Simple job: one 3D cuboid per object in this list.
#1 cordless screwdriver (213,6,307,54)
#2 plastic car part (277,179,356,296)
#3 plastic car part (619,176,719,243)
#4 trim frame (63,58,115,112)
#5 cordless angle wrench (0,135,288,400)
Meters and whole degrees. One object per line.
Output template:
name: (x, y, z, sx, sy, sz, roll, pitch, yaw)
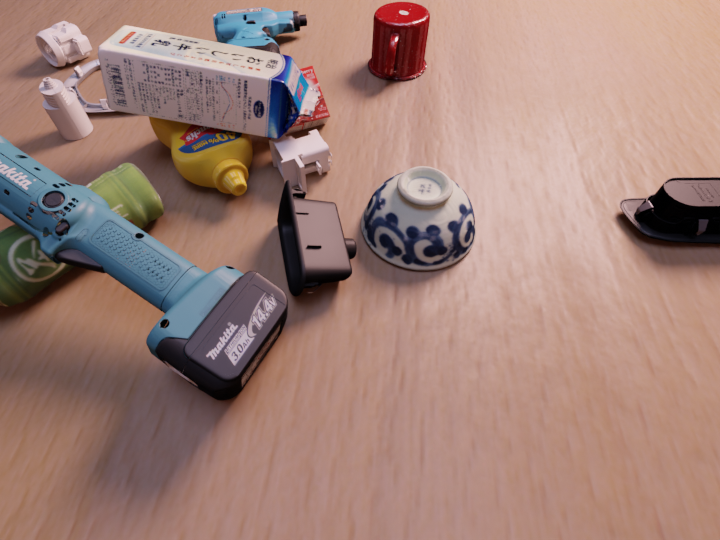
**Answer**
cordless screwdriver: (-0.153, -0.349, 0.664, 0.158, 0.072, 0.259, -9, 49, -4)
plastic car part: (-0.042, -0.027, 0.425, 0.069, 0.065, 0.121, -5, 55, -20)
plastic car part: (0.379, -0.063, 0.422, 0.205, 0.065, 0.068, -2, 60, 5)
trim frame: (-0.352, -0.312, 0.676, 0.249, 0.026, 0.191, -7, 52, 1)
cordless angle wrench: (-0.259, -0.045, 0.371, 0.430, 0.073, 0.098, 32, 62, 8)
